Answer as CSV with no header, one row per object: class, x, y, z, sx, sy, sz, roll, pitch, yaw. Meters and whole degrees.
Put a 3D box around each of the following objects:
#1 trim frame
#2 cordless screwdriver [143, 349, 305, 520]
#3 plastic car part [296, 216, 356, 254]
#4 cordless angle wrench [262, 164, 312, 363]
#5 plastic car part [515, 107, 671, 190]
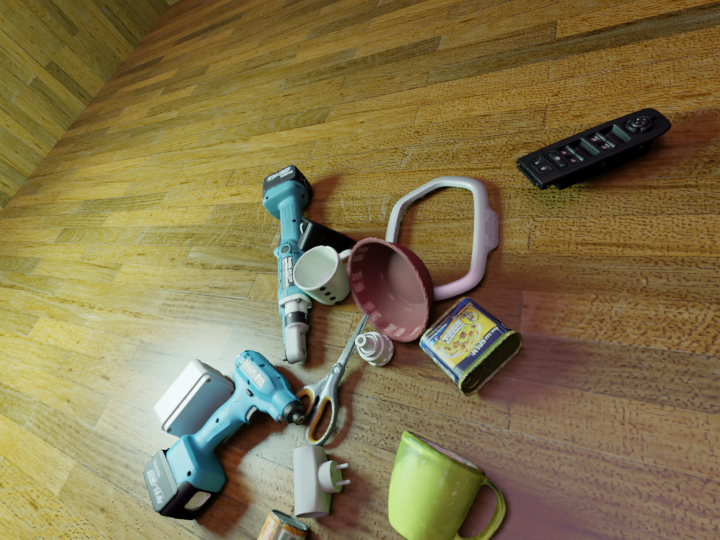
trim frame,0.128,-0.060,0.696,0.191,0.026,0.253,-7,54,29
cordless screwdriver,-0.199,0.257,0.636,0.169,0.070,0.248,29,76,42
plastic car part,-0.075,-0.049,0.766,0.070,0.110,0.071,28,99,41
cordless angle wrench,-0.131,-0.027,0.806,0.100,0.070,0.439,-23,51,16
plastic car part,0.340,-0.167,0.613,0.205,0.063,0.069,-26,41,8
